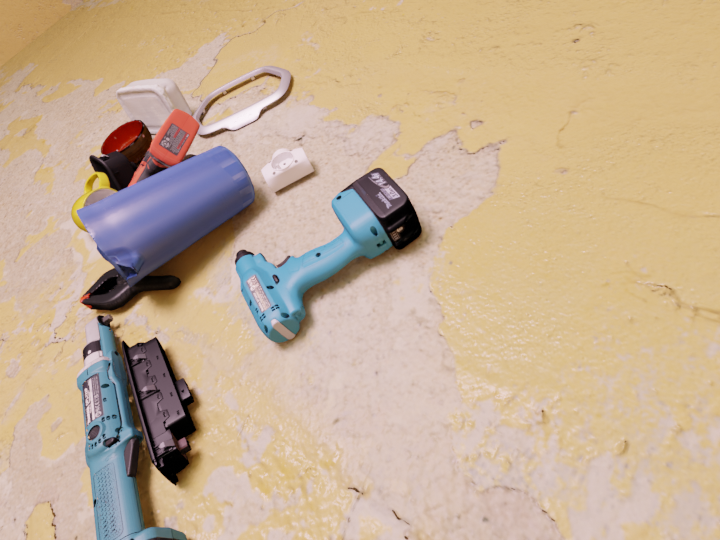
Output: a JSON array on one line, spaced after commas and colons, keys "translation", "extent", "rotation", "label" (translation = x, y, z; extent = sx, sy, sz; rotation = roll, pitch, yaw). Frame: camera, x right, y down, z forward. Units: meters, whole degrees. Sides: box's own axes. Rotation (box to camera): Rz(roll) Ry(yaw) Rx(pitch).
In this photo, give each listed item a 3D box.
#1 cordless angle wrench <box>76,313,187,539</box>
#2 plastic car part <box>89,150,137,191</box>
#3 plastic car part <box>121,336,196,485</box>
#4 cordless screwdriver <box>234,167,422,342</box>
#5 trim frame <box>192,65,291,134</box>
[{"translation": [-0.299, 0.203, 0.510], "extent": [0.097, 0.070, 0.447], "rotation": [-38, 48, -6], "label": "cordless angle wrench"}, {"translation": [-0.478, -0.187, 0.845], "extent": [0.069, 0.112, 0.070], "rotation": [11, 38, 29], "label": "plastic car part"}, {"translation": [-0.251, 0.152, 0.527], "extent": [0.066, 0.063, 0.215], "rotation": [-36, 49, -17], "label": "plastic car part"}, {"translation": [-0.055, -0.036, 0.565], "extent": [0.249, 0.070, 0.168], "rotation": [-39, 50, 0], "label": "cordless screwdriver"}, {"translation": [-0.264, -0.373, 0.925], "extent": [0.250, 0.026, 0.192], "rotation": [-23, 50, 6], "label": "trim frame"}]
